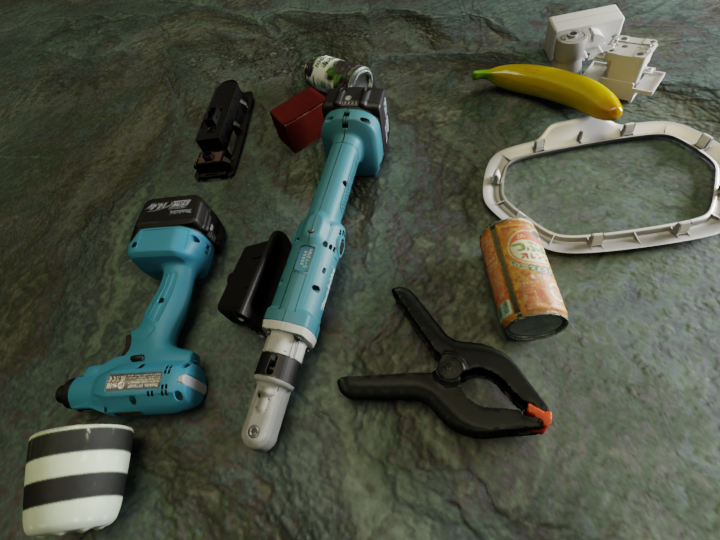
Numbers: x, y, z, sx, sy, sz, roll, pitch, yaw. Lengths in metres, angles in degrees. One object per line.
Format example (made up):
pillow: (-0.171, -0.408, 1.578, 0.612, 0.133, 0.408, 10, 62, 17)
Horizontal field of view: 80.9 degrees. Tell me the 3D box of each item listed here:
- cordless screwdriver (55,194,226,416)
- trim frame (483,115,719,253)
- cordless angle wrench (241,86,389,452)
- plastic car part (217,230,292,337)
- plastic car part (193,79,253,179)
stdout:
cordless screwdriver: (-0.244, 0.035, 0.485, 0.162, 0.071, 0.256, -9, 58, 10)
trim frame: (0.263, -0.100, 0.456, 0.253, 0.026, 0.190, -9, 53, 12)
cordless angle wrench: (-0.045, -0.030, 0.463, 0.076, 0.094, 0.429, 7, 61, 14)
plastic car part: (-0.120, 0.016, 0.474, 0.073, 0.062, 0.119, -10, 50, 25)
plastic car part: (-0.222, -0.236, 0.676, 0.068, 0.064, 0.208, -9, 51, 17)
